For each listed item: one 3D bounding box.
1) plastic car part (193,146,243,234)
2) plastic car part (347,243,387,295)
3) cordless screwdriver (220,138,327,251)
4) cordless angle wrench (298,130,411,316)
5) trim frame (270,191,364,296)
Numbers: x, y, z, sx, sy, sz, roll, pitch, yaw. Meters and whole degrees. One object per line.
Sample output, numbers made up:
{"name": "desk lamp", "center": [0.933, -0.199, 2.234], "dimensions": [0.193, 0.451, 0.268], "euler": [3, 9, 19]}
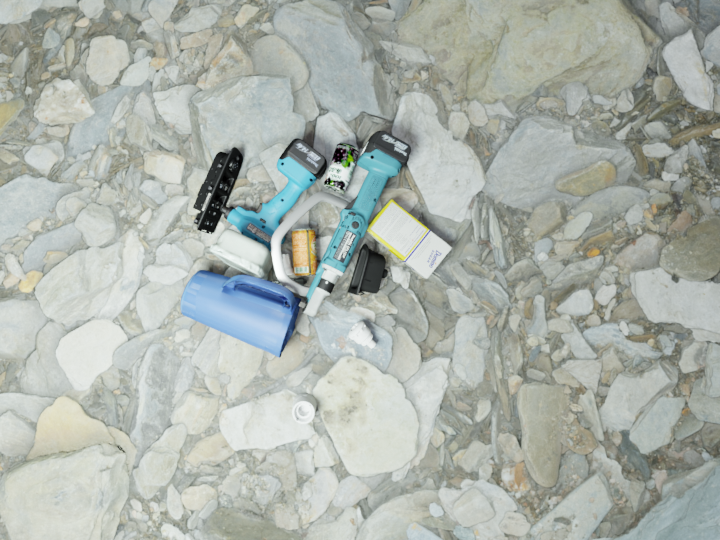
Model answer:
{"name": "plastic car part", "center": [-0.329, -0.188, 0.965], "dimensions": [0.070, 0.063, 0.203], "euler": [26, 90, 24]}
{"name": "plastic car part", "center": [0.024, 0.006, 0.952], "dimensions": [0.069, 0.068, 0.117], "euler": [20, 85, -17]}
{"name": "cordless screwdriver", "center": [-0.193, -0.181, 0.953], "dimensions": [0.160, 0.074, 0.248], "euler": [32, 93, 1]}
{"name": "cordless angle wrench", "center": [-0.019, -0.097, 0.910], "dimensions": [0.096, 0.075, 0.424], "euler": [26, 80, -9]}
{"name": "trim frame", "center": [-0.090, -0.059, 0.924], "dimensions": [0.178, 0.028, 0.247], "euler": [49, 66, -18]}
